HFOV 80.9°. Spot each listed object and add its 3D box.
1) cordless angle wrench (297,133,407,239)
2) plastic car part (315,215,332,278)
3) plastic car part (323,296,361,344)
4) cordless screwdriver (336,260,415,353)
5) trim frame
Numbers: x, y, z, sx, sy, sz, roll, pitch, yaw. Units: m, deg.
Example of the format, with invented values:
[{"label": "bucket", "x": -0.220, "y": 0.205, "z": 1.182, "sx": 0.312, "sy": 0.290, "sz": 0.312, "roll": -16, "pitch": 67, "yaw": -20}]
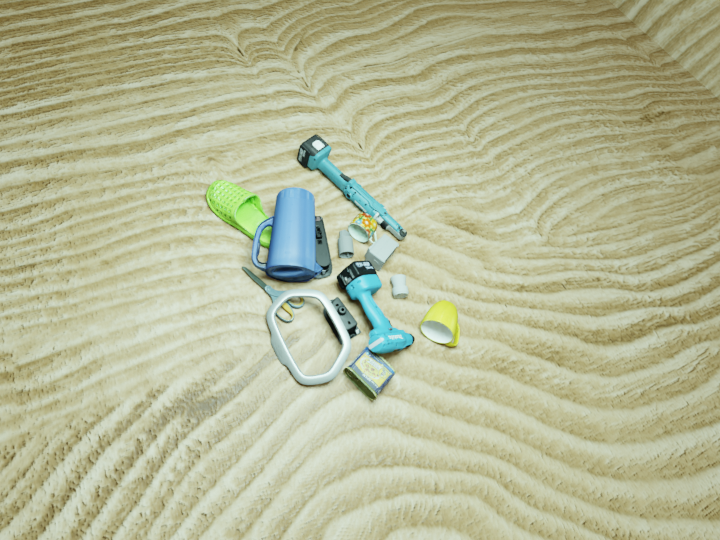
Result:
[{"label": "cordless angle wrench", "x": -0.021, "y": -0.245, "z": 1.296, "sx": 0.432, "sy": 0.097, "sz": 0.073, "roll": 44, "pitch": 63, "yaw": 10}, {"label": "plastic car part", "x": -0.117, "y": -0.077, "z": 1.199, "sx": 0.064, "sy": 0.067, "sz": 0.209, "roll": -2, "pitch": 64, "yaw": -21}, {"label": "plastic car part", "x": -0.049, "y": 0.119, "z": 1.093, "sx": 0.064, "sy": 0.070, "sz": 0.120, "roll": -27, "pitch": 73, "yaw": -24}, {"label": "cordless screwdriver", "x": 0.046, "y": 0.095, "z": 1.110, "sx": 0.151, "sy": 0.075, "sz": 0.259, "roll": 5, "pitch": 50, "yaw": -46}, {"label": "trim frame", "x": -0.133, "y": 0.159, "z": 1.056, "sx": 0.183, "sy": 0.027, "sz": 0.256, "roll": -29, "pitch": 73, "yaw": -6}]
